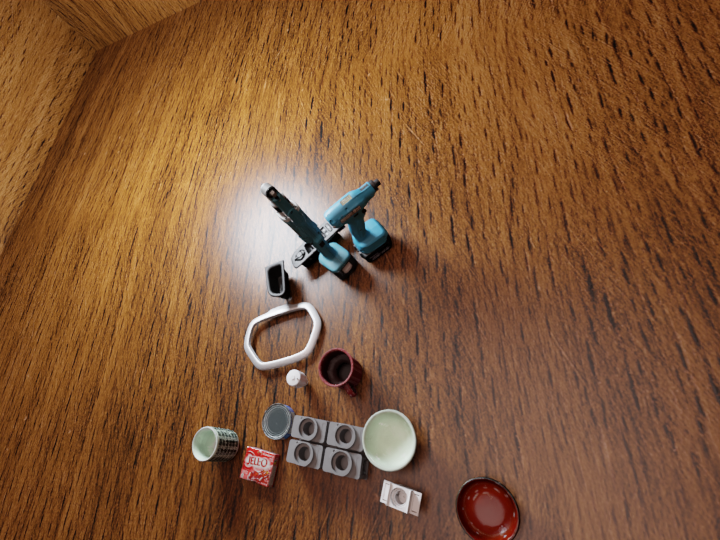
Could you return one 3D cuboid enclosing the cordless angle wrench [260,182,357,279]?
[{"bbox_3d":[-0.130,-0.097,1.065,0.103,0.400,0.074,37,84,33],"label":"cordless angle wrench"}]

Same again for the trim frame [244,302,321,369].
[{"bbox_3d":[-0.223,0.181,1.200,0.253,0.026,0.191,-21,58,16],"label":"trim frame"}]

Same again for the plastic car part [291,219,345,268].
[{"bbox_3d":[-0.123,-0.081,1.261,0.203,0.063,0.070,-41,55,2],"label":"plastic car part"}]

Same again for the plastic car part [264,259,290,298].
[{"bbox_3d":[-0.236,0.040,1.254,0.067,0.067,0.121,-23,58,14],"label":"plastic car part"}]

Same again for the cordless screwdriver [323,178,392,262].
[{"bbox_3d":[0.018,-0.129,1.108,0.159,0.235,0.078,-38,56,3],"label":"cordless screwdriver"}]
